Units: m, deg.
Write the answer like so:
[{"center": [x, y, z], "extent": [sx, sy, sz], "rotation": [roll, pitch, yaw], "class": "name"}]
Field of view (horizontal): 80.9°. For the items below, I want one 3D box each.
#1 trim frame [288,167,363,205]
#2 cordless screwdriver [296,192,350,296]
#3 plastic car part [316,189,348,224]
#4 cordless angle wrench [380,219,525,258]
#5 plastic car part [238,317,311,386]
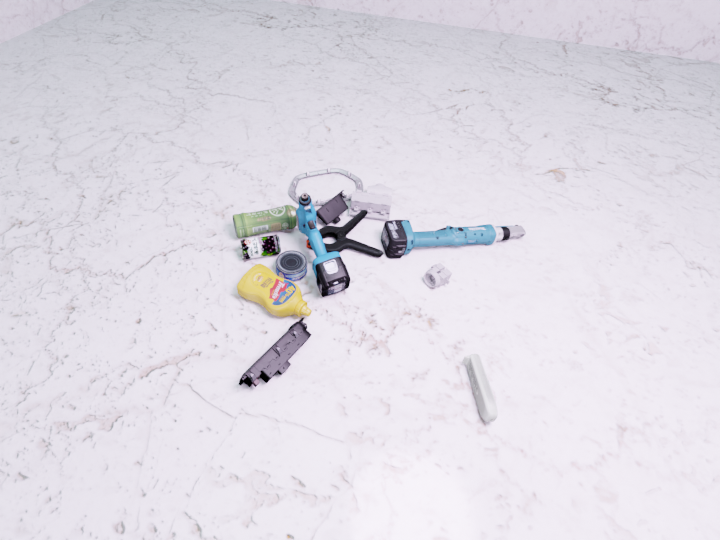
[{"center": [-0.110, -0.272, 1.367], "extent": [0.243, 0.027, 0.193], "rotation": [-12, 50, -16], "class": "trim frame"}, {"center": [-0.105, -0.069, 1.071], "extent": [0.073, 0.155, 0.258], "rotation": [-19, 64, -12], "class": "cordless screwdriver"}, {"center": [-0.082, -0.175, 1.256], "extent": [0.070, 0.067, 0.115], "rotation": [47, 68, -5], "class": "plastic car part"}, {"center": [0.274, -0.099, 1.203], "extent": [0.417, 0.072, 0.102], "rotation": [-4, 49, -9], "class": "cordless angle wrench"}, {"center": [-0.175, 0.182, 0.927], "extent": [0.069, 0.065, 0.201], "rotation": [33, 53, 10], "class": "plastic car part"}]
